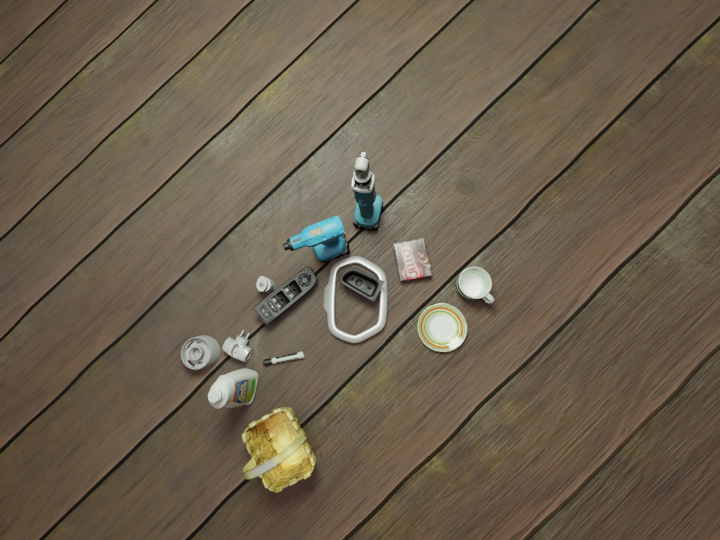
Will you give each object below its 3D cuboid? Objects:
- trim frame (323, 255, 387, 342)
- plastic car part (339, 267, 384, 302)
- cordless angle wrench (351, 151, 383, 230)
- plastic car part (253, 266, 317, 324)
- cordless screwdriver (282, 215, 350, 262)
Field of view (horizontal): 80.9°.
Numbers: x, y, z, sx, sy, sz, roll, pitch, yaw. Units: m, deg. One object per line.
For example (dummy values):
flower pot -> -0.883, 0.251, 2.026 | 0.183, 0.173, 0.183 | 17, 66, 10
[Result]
trim frame -> -0.016, 0.081, 1.215 | 0.187, 0.027, 0.251 | 0, 79, 8
plastic car part -> 0.001, 0.037, 1.199 | 0.119, 0.069, 0.066 | 27, 85, 11
cordless angle wrench -> 0.013, -0.191, 1.064 | 0.075, 0.414, 0.098 | 12, 83, 5
plastic car part -> -0.208, 0.072, 1.226 | 0.203, 0.065, 0.068 | -40, 79, 0
cordless screwdriver -> -0.112, -0.073, 1.148 | 0.160, 0.244, 0.076 | -21, 81, 2
